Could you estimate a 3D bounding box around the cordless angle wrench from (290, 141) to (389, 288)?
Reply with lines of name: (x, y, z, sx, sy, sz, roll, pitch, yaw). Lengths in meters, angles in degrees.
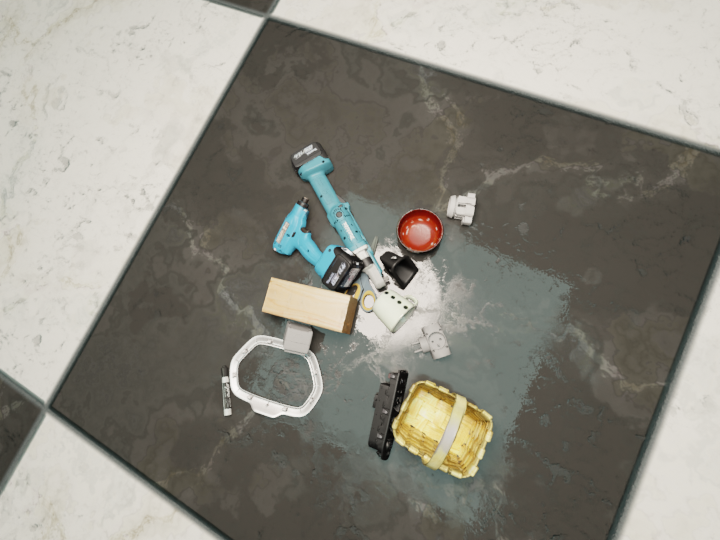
cordless angle wrench: (-0.050, -0.140, 1.095, 0.098, 0.072, 0.435, -30, 73, 3)

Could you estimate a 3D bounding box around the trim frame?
trim frame: (-0.215, 0.267, 1.060, 0.254, 0.027, 0.185, 14, 81, 12)

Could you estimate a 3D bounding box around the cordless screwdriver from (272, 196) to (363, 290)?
cordless screwdriver: (-0.103, -0.067, 1.055, 0.262, 0.071, 0.159, 35, 104, 29)

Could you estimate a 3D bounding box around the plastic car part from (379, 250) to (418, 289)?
plastic car part: (0.084, -0.014, 1.029, 0.075, 0.110, 0.066, 33, 82, 37)

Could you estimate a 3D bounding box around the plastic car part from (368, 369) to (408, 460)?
plastic car part: (0.059, 0.328, 0.972, 0.069, 0.063, 0.204, 6, 78, 20)
